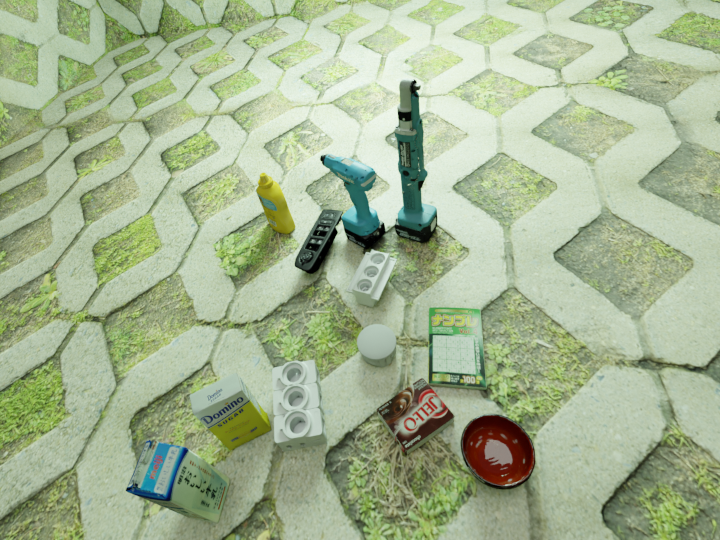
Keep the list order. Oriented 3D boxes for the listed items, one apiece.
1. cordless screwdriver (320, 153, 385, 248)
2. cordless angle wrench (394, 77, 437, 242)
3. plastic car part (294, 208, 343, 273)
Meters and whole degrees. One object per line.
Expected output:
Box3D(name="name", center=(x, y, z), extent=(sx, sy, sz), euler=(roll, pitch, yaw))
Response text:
Box3D(name="cordless screwdriver", center=(-0.021, -0.178, 1.058), extent=(0.168, 0.238, 0.073), euler=(33, 63, 33))
Box3D(name="cordless angle wrench", center=(0.117, -0.234, 0.957), extent=(0.103, 0.405, 0.074), euler=(21, 57, 27))
Box3D(name="plastic car part", center=(-0.108, -0.071, 1.107), extent=(0.069, 0.064, 0.203), euler=(12, 55, 23))
